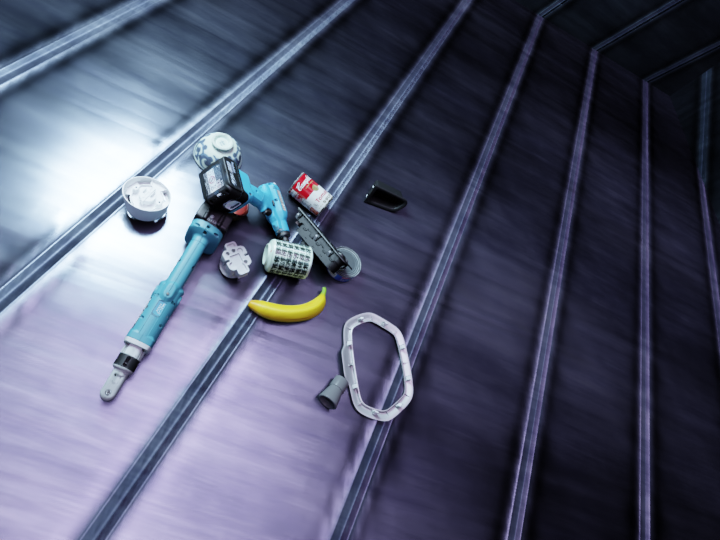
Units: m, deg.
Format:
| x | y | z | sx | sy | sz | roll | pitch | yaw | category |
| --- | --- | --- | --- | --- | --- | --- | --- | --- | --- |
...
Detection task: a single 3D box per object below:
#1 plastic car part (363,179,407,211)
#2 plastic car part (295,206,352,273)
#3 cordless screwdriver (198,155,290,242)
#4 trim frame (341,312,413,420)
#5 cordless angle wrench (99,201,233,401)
| x | y | z | sx | sy | sz | roll | pitch | yaw | category |
| --- | --- | --- | --- | --- | --- | --- | --- | --- | --- |
| 0.074 | -0.222 | 1.226 | 0.112 | 0.066 | 0.073 | 17 | 44 | -22 | plastic car part |
| -0.101 | -0.066 | 1.029 | 0.067 | 0.063 | 0.212 | -42 | 64 | -7 | plastic car part |
| -0.245 | -0.150 | 0.957 | 0.238 | 0.076 | 0.164 | 17 | 48 | -65 | cordless screwdriver |
| 0.039 | 0.218 | 0.986 | 0.178 | 0.028 | 0.255 | 3 | 64 | -23 | trim frame |
| -0.384 | 0.051 | 0.840 | 0.072 | 0.100 | 0.427 | 29 | 58 | -16 | cordless angle wrench |
